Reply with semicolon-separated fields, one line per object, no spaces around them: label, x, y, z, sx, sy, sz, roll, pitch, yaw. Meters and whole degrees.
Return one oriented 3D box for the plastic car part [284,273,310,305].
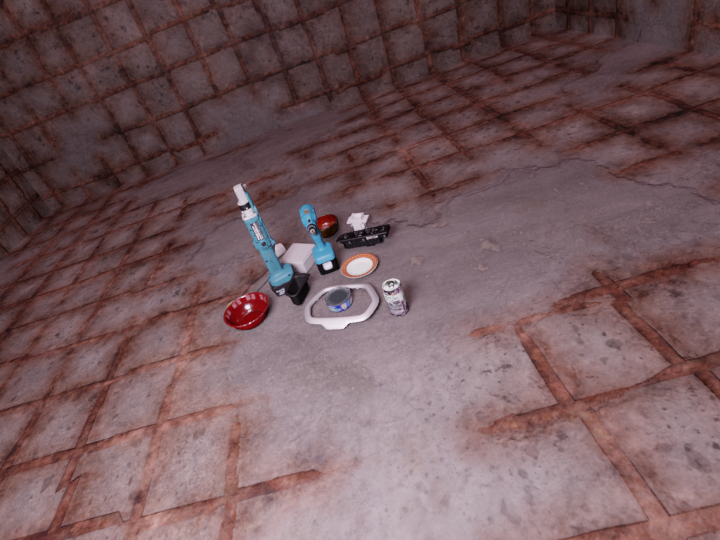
plastic car part;-0.206;0.071;1.404;0.068;0.068;0.118;-5;38;22

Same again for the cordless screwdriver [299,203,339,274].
cordless screwdriver;-0.140;-0.092;1.434;0.074;0.238;0.166;-20;34;-1

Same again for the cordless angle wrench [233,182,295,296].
cordless angle wrench;-0.321;-0.099;1.395;0.097;0.405;0.078;-24;33;-6

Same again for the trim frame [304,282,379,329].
trim frame;-0.061;0.107;1.315;0.256;0.026;0.186;-6;38;21

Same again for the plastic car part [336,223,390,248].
plastic car part;0.013;-0.119;1.538;0.209;0.064;0.067;-6;37;22
